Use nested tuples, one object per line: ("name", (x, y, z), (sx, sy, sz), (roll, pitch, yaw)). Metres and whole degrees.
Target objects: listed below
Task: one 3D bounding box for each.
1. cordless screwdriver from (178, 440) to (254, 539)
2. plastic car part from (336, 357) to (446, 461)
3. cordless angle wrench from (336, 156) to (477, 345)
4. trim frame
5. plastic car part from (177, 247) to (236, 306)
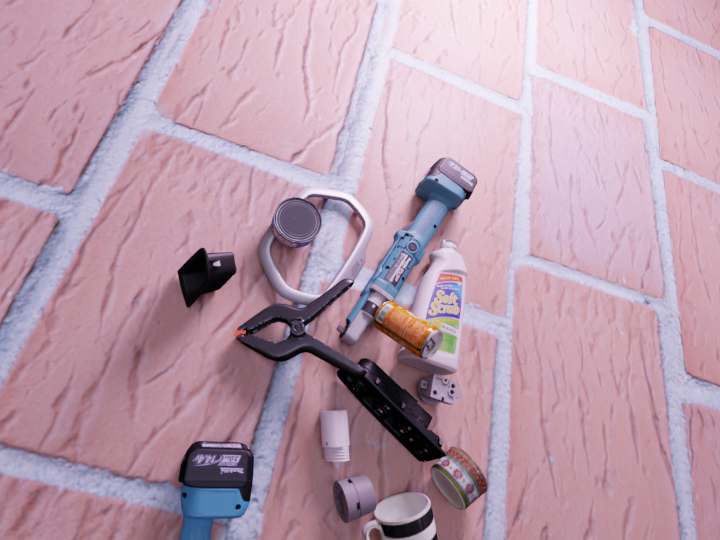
("cordless screwdriver", (-0.186, 0.366, 0.559), (0.156, 0.075, 0.252), (12, 71, -13))
("plastic car part", (0.053, 0.216, 0.688), (0.204, 0.066, 0.066), (40, 55, 1))
("cordless angle wrench", (0.086, -0.038, 0.793), (0.098, 0.075, 0.422), (35, 67, -3))
("trim frame", (-0.076, -0.050, 0.775), (0.184, 0.027, 0.248), (32, 63, -1))
("plastic car part", (-0.234, 0.004, 0.669), (0.068, 0.119, 0.067), (-9, 74, -46))
